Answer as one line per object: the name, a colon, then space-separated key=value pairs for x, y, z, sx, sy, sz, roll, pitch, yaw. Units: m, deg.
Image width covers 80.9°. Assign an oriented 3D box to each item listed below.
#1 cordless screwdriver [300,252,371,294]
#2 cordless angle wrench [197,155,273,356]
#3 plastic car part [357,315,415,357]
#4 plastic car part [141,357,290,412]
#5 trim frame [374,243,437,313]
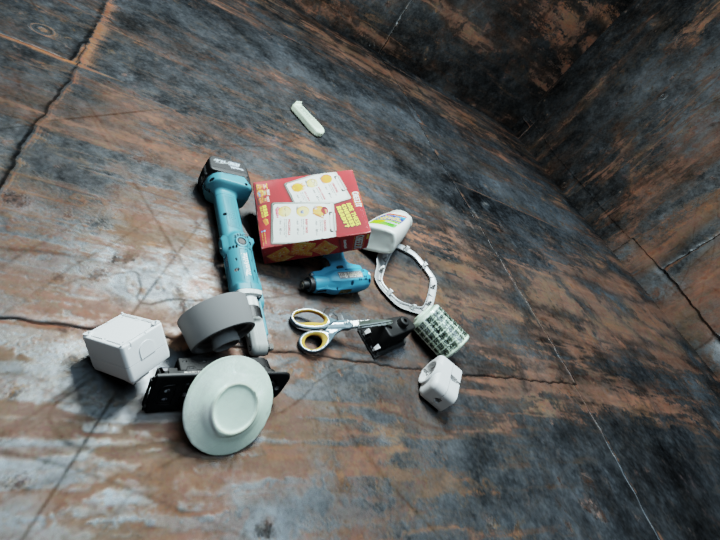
cordless screwdriver: x=-0.090 y=-0.059 z=0.920 sx=0.152 sy=0.074 sz=0.259 roll=-4 pitch=56 yaw=-34
cordless angle wrench: x=-0.228 y=-0.039 z=0.783 sx=0.093 sy=0.075 sz=0.441 roll=7 pitch=48 yaw=-37
plastic car part: x=0.065 y=0.121 z=0.854 sx=0.111 sy=0.071 sz=0.068 roll=-9 pitch=59 yaw=-43
plastic car part: x=-0.200 y=0.156 z=0.601 sx=0.193 sy=0.066 sz=0.071 roll=10 pitch=19 yaw=-32
trim frame: x=0.115 y=0.012 z=1.058 sx=0.184 sy=0.027 sz=0.248 roll=35 pitch=37 yaw=-2
